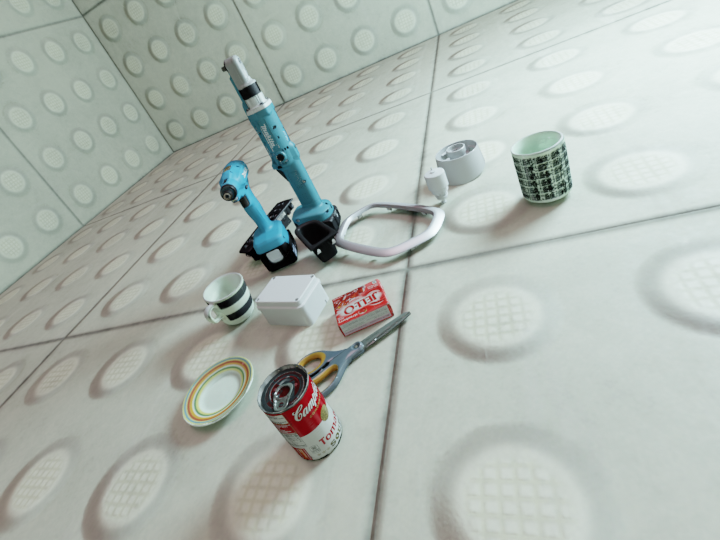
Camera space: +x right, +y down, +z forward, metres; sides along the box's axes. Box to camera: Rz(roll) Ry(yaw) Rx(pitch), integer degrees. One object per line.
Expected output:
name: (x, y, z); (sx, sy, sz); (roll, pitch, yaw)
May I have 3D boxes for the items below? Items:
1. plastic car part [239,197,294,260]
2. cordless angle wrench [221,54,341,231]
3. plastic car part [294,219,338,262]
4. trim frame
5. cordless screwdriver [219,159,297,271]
plastic car part: (-0.230, -0.097, 1.061); (0.069, 0.064, 0.202); (-2, 40, 38)
cordless angle wrench: (-0.165, -0.249, 0.901); (0.100, 0.405, 0.075); (-16, 30, 20)
plastic car part: (-0.087, -0.057, 0.886); (0.065, 0.068, 0.123); (-35, 31, -11)
trim frame: (0.053, -0.090, 0.864); (0.262, 0.026, 0.182); (14, 51, 48)
cordless screwdriver: (-0.220, -0.106, 0.899); (0.075, 0.238, 0.165); (-24, 30, 6)
